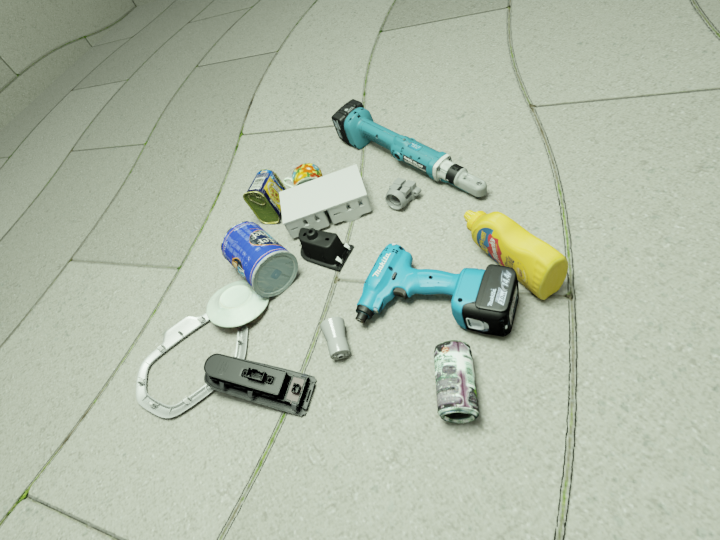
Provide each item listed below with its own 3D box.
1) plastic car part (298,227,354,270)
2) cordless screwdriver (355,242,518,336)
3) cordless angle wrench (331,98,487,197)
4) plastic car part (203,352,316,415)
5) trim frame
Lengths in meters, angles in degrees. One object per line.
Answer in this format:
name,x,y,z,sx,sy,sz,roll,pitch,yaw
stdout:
plastic car part,-0.084,-0.055,0.859,0.122,0.067,0.066,16,59,28
cordless screwdriver,0.118,0.045,0.699,0.262,0.070,0.159,14,60,34
cordless angle wrench,0.100,-0.270,0.943,0.074,0.093,0.447,-43,54,-11
plastic car part,-0.182,0.182,0.707,0.210,0.064,0.067,7,65,21
trim frame,-0.324,0.166,0.810,0.247,0.026,0.195,-38,49,-7
